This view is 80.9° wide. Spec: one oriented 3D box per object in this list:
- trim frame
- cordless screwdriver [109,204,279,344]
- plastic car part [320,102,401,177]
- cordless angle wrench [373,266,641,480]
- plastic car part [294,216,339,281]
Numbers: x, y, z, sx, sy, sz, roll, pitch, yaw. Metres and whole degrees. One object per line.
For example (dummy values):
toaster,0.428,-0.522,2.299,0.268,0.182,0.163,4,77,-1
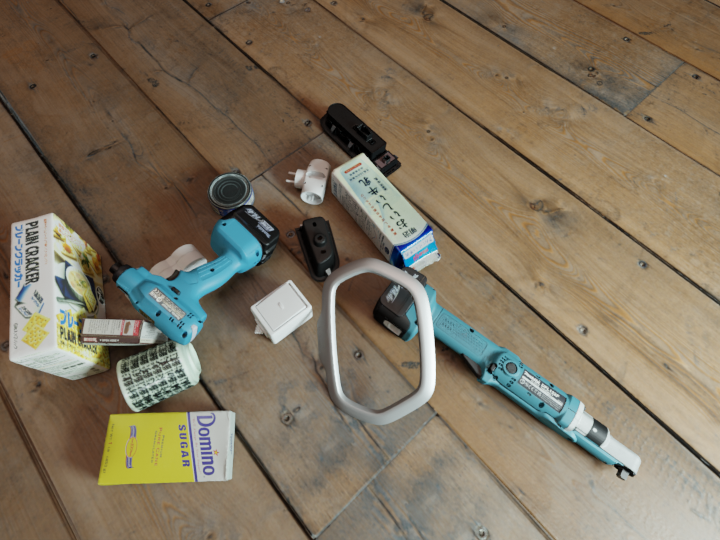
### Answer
trim frame,0.017,0.105,0.639,0.190,0.026,0.249,-6,86,20
cordless screwdriver,-0.255,-0.017,0.677,0.161,0.074,0.247,37,51,3
plastic car part,-0.008,-0.271,0.856,0.066,0.065,0.211,-40,68,-11
cordless angle wrench,0.216,0.153,0.643,0.434,0.073,0.097,35,69,14
plastic car part,-0.072,-0.047,0.741,0.065,0.069,0.121,-15,63,-8
